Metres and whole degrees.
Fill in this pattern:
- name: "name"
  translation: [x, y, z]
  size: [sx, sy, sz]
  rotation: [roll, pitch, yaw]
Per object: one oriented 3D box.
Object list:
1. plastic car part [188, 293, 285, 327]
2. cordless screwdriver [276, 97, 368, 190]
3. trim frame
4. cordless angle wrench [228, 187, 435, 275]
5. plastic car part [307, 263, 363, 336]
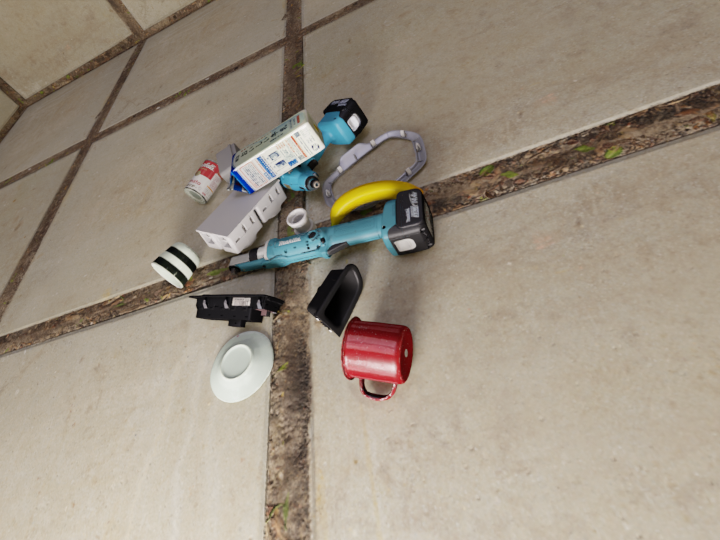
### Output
- name: "plastic car part"
  translation: [-0.246, 0.074, 0.814]
  size: [0.212, 0.063, 0.067]
  rotation: [3, 83, 29]
- name: "cordless screwdriver"
  translation: [-0.079, -0.279, 0.961]
  size: [0.248, 0.070, 0.168]
  rotation: [-52, 39, -10]
- name: "trim frame"
  translation: [0.026, -0.217, 0.900]
  size: [0.248, 0.026, 0.195]
  rotation: [-40, 46, -1]
- name: "cordless angle wrench"
  translation: [-0.079, -0.052, 0.808]
  size: [0.436, 0.070, 0.100]
  rotation: [-11, 52, 24]
- name: "plastic car part"
  translation: [-0.049, 0.045, 0.729]
  size: [0.074, 0.063, 0.117]
  rotation: [-2, 51, 44]
